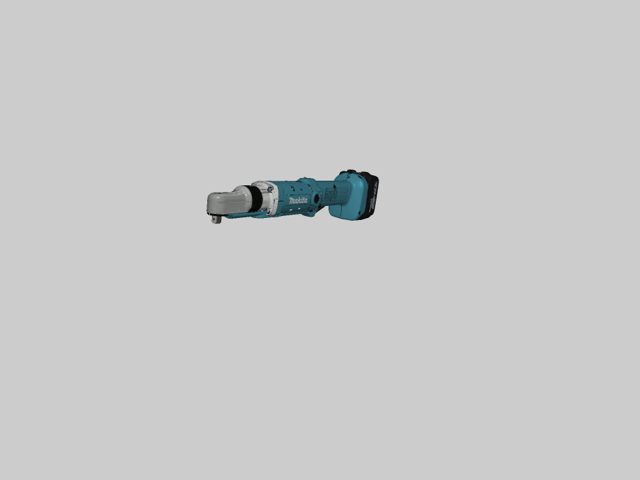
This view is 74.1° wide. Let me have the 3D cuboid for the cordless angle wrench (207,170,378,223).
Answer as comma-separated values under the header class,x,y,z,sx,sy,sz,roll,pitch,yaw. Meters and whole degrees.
class,x,y,z,sx,sy,sz,roll,pitch,yaw
cordless angle wrench,-0.027,-0.073,0.722,0.074,0.098,0.422,15,15,31
